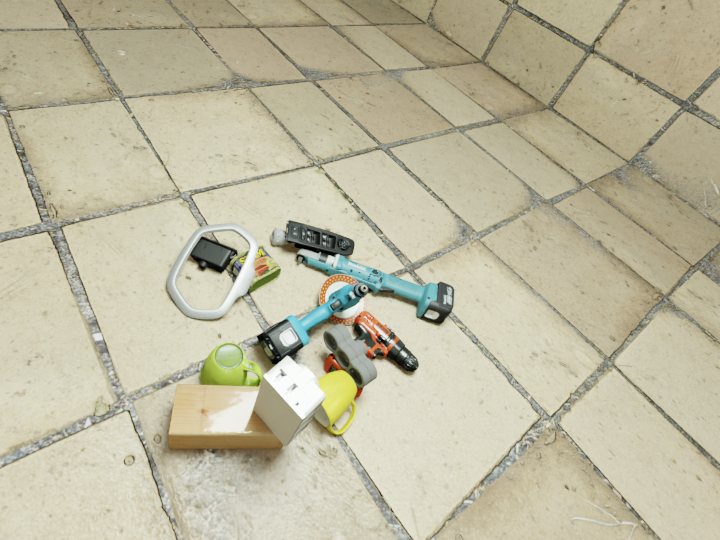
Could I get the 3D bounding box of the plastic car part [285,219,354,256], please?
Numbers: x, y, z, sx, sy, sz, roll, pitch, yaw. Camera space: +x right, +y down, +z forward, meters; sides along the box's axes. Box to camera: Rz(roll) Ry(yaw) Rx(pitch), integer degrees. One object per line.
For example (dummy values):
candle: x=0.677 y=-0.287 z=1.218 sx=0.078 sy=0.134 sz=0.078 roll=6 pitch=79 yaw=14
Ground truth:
plastic car part: x=-0.113 y=-0.074 z=1.153 sx=0.197 sy=0.067 sz=0.068 roll=11 pitch=51 yaw=-17

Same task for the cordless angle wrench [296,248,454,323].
cordless angle wrench: x=0.032 y=0.023 z=1.121 sx=0.425 sy=0.073 sz=0.099 roll=19 pitch=46 yaw=2

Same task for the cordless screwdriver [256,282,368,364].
cordless screwdriver: x=-0.098 y=0.104 z=0.924 sx=0.243 sy=0.162 sz=0.075 roll=-32 pitch=90 yaw=-29

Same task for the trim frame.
trim frame: x=-0.343 y=-0.004 z=0.995 sx=0.186 sy=0.027 sz=0.250 roll=19 pitch=66 yaw=5

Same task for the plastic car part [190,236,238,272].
plastic car part: x=-0.369 y=-0.033 z=1.047 sx=0.117 sy=0.065 sz=0.072 roll=20 pitch=61 yaw=1
